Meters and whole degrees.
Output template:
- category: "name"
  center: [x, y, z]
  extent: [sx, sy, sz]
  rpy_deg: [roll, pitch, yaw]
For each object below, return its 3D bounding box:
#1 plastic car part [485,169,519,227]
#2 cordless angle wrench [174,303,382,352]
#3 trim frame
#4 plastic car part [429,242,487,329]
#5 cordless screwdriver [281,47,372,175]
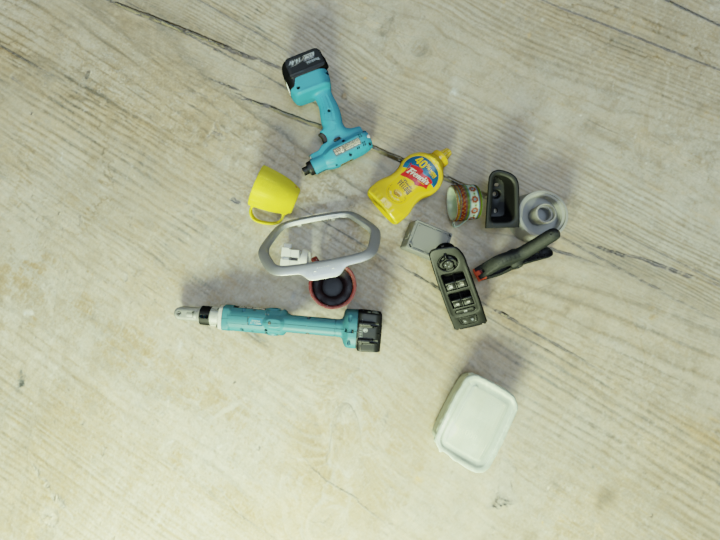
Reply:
- category: "plastic car part"
  center: [0.285, -0.148, 0.871]
  extent: [0.067, 0.071, 0.115]
  rpy_deg: [-1, 98, 4]
- category: "cordless angle wrench"
  center: [-0.172, 0.103, 0.852]
  extent: [0.428, 0.097, 0.074]
  rpy_deg: [4, 88, 6]
- category: "trim frame"
  center: [-0.083, -0.054, 0.848]
  extent: [0.248, 0.026, 0.192]
  rpy_deg: [-10, 43, -2]
- category: "plastic car part"
  center: [0.190, 0.023, 0.828]
  extent: [0.068, 0.068, 0.194]
  rpy_deg: [-13, 124, 23]
- category: "cordless screwdriver"
  center: [-0.098, -0.334, 0.911]
  extent: [0.159, 0.074, 0.250]
  rpy_deg: [-27, 87, -2]
